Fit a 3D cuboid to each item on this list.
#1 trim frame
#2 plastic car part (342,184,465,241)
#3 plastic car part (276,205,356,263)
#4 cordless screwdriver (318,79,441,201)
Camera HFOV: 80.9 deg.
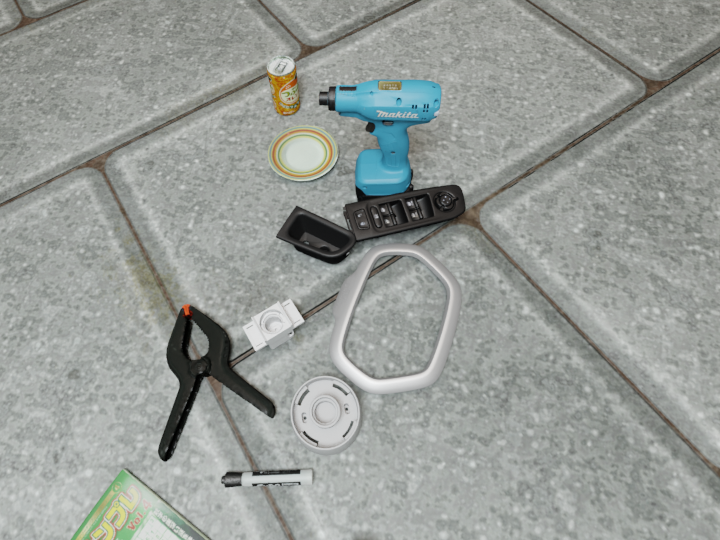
[{"bbox_3d":[0.051,0.065,0.645,0.188,0.027,0.250,17,66,11],"label":"trim frame"},{"bbox_3d":[0.075,-0.089,0.697,0.202,0.065,0.068,-15,66,-5],"label":"plastic car part"},{"bbox_3d":[-0.067,-0.044,0.681,0.120,0.069,0.066,26,68,13],"label":"plastic car part"},{"bbox_3d":[0.020,-0.189,0.650,0.160,0.242,0.076,4,66,1],"label":"cordless screwdriver"}]
